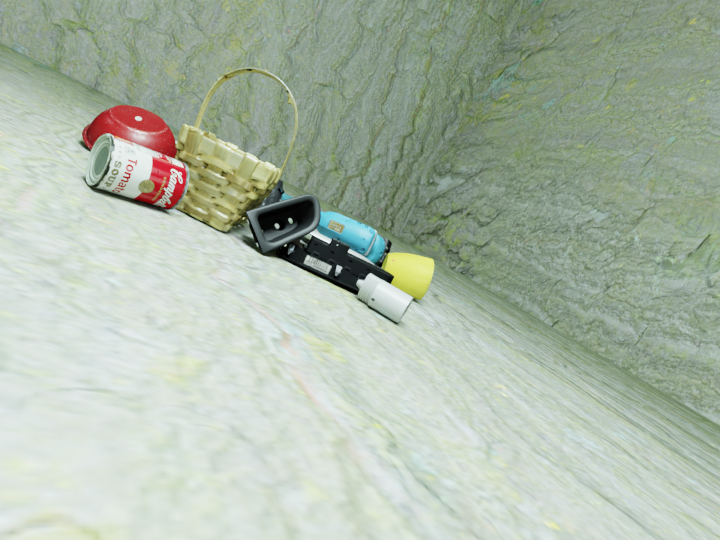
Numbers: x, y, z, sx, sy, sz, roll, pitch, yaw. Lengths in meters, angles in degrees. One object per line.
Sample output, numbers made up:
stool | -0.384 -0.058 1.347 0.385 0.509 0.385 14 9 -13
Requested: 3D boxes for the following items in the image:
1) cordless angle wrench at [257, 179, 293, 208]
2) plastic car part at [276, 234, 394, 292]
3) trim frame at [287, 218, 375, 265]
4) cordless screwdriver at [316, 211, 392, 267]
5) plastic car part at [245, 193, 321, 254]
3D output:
cordless angle wrench | -0.201 -0.165 1.021 0.098 0.074 0.422 10 5 0
plastic car part | -0.030 -0.008 0.671 0.200 0.067 0.067 29 1 -7
trim frame | -0.076 -0.050 0.776 0.246 0.027 0.186 25 -2 -6
cordless screwdriver | -0.027 -0.070 0.870 0.165 0.074 0.240 25 0 17
plastic car part | -0.122 -0.071 0.646 0.113 0.065 0.073 -26 8 -33
